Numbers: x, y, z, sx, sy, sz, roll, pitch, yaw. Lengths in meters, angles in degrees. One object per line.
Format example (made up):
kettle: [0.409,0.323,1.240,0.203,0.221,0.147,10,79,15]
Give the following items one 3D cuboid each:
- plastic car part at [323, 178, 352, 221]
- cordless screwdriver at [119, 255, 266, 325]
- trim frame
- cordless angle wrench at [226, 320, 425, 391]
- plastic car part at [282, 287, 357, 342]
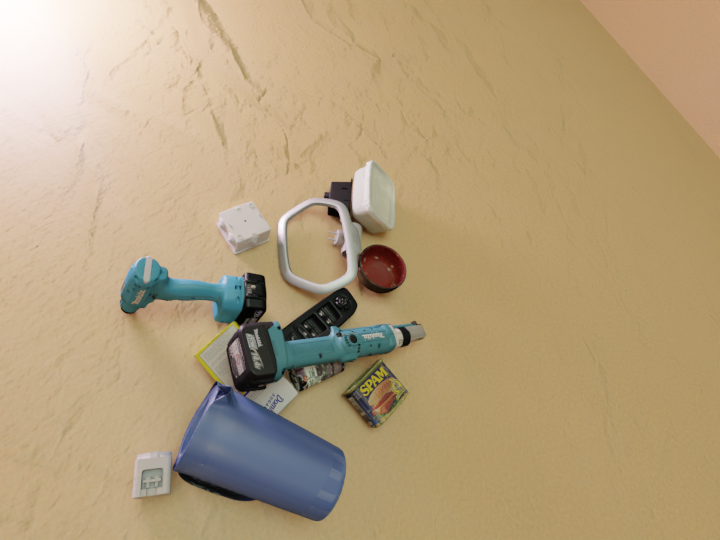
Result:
plastic car part: [-0.056,-0.174,1.040,0.071,0.064,0.120,3,55,-3]
cordless screwdriver: [-0.307,0.052,0.779,0.237,0.161,0.077,13,53,-31]
trim frame: [-0.092,-0.060,0.939,0.184,0.026,0.257,-10,59,1]
cordless angle wrench: [-0.030,0.135,0.775,0.404,0.075,0.102,-1,56,-37]
plastic car part: [-0.081,0.108,0.842,0.068,0.066,0.199,40,51,14]
